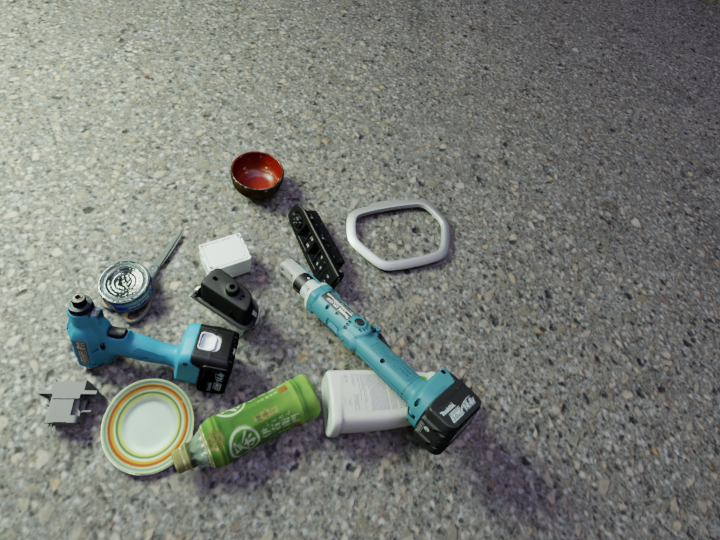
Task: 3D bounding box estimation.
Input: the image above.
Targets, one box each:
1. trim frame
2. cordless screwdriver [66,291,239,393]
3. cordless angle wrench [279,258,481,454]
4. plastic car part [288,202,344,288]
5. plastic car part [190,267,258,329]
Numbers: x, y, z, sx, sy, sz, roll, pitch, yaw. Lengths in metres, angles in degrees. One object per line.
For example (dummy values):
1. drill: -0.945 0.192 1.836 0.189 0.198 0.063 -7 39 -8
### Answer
1. trim frame: 0.086 -0.086 0.928 0.243 0.027 0.191 -14 62 -17
2. cordless screwdriver: -0.313 0.107 0.642 0.246 0.157 0.076 12 45 -7
3. cordless angle wrench: -0.005 0.106 0.715 0.095 0.073 0.445 -22 48 -39
4. plastic car part: -0.083 -0.055 0.852 0.065 0.066 0.211 -16 62 -33
5. plastic car part: -0.215 0.039 0.692 0.119 0.069 0.065 31 57 11
